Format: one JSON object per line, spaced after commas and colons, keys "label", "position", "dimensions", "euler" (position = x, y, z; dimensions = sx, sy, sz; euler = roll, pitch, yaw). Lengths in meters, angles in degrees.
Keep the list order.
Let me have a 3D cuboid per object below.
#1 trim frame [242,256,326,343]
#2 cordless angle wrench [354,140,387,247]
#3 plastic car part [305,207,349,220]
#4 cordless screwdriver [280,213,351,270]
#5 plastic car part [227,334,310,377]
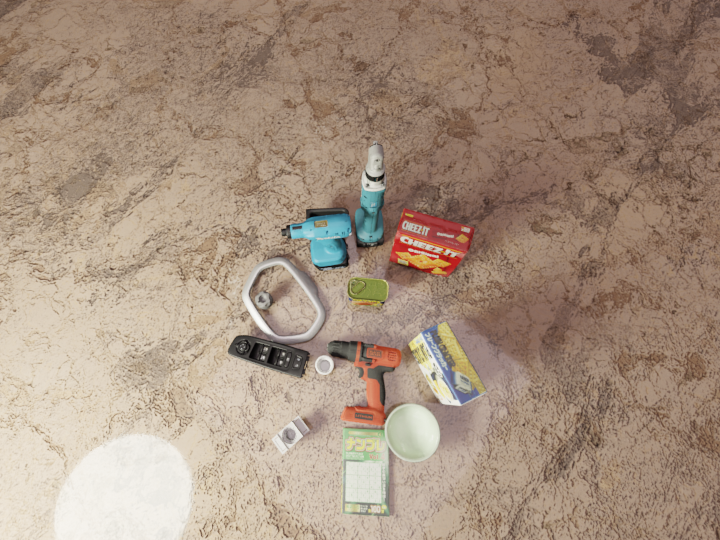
{"label": "trim frame", "position": [-0.202, 0.078, 1.117], "dimensions": [0.183, 0.027, 0.256], "euler": [-37, 72, -9]}
{"label": "cordless angle wrench", "position": [0.027, -0.162, 0.979], "dimensions": [0.074, 0.414, 0.100], "euler": [-4, 73, -2]}
{"label": "plastic car part", "position": [-0.089, -0.132, 1.159], "dimensions": [0.117, 0.069, 0.067], "euler": [-3, 72, 2]}
{"label": "cordless screwdriver", "position": [-0.102, -0.067, 1.046], "dimensions": [0.159, 0.243, 0.076], "euler": [-6, 73, -1]}
{"label": "plastic car part", "position": [-0.227, 0.210, 1.052], "dimensions": [0.206, 0.065, 0.067], "euler": [14, 73, 8]}
